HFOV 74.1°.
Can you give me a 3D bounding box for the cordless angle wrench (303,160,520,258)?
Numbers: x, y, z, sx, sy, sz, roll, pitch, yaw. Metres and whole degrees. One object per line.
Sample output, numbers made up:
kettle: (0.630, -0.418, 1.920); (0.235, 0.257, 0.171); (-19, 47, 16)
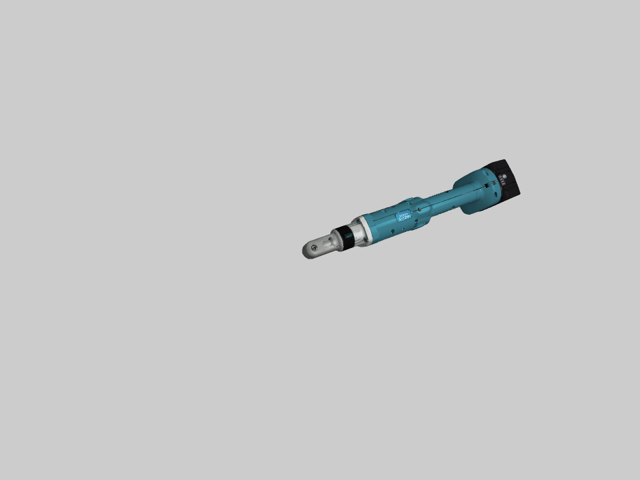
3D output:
cordless angle wrench: (0.162, -0.046, 0.748); (0.422, 0.074, 0.098); (-19, -6, -20)
